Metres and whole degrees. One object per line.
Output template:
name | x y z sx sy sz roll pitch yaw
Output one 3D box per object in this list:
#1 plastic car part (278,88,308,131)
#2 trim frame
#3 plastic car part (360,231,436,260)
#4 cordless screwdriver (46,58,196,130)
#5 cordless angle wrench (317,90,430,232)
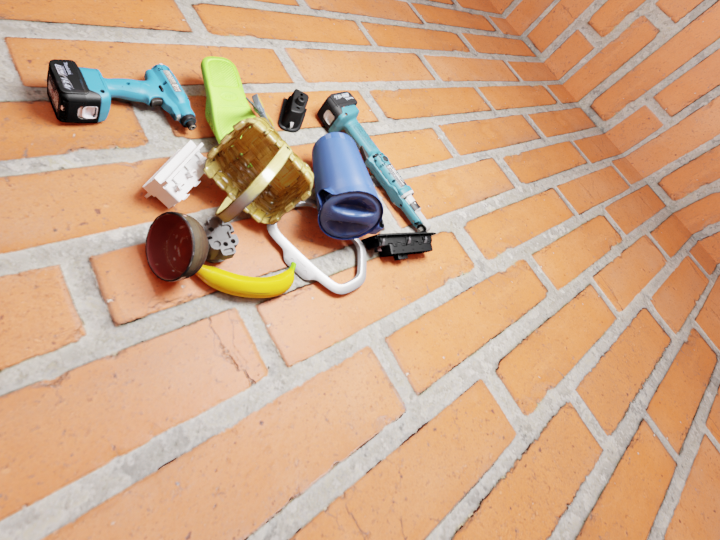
plastic car part | -0.158 -0.402 1.045 0.064 0.071 0.119 21 48 -20
trim frame | -0.087 -0.057 0.885 0.247 0.028 0.183 42 46 -3
plastic car part | 0.102 -0.060 0.979 0.195 0.068 0.068 -11 78 -37
cordless screwdriver | -0.448 -0.327 0.816 0.241 0.075 0.162 -25 76 -45
cordless angle wrench | 0.046 -0.272 1.085 0.095 0.075 0.429 -28 79 -41
